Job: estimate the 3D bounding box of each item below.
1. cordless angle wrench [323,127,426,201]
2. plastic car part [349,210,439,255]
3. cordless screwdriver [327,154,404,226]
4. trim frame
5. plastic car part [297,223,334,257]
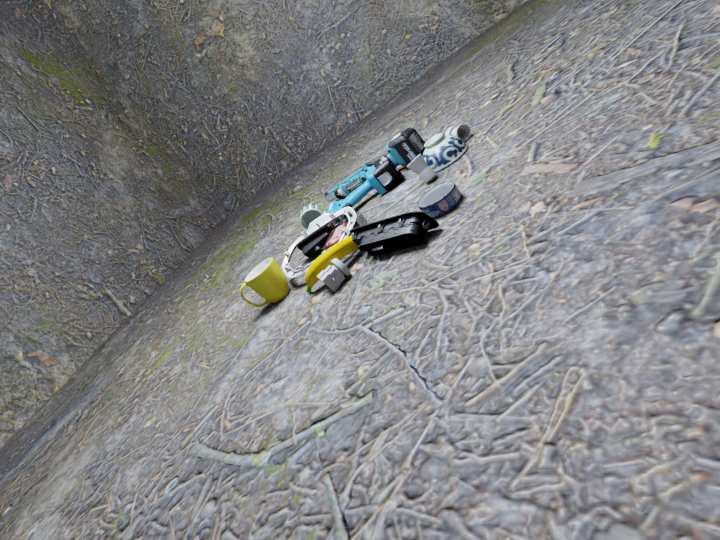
[{"bbox_3d":[0.022,-0.307,1.352,0.436,0.095,0.074,-21,25,47],"label":"cordless angle wrench"},{"bbox_3d":[0.058,-0.069,0.841,0.210,0.063,0.067,-16,39,46],"label":"plastic car part"},{"bbox_3d":[0.004,-0.216,1.210,0.251,0.072,0.162,-36,21,17],"label":"cordless screwdriver"},{"bbox_3d":[-0.110,-0.073,1.058,0.253,0.026,0.189,-32,33,27],"label":"trim frame"},{"bbox_3d":[-0.111,-0.072,1.134,0.117,0.063,0.074,-40,33,9],"label":"plastic car part"}]
